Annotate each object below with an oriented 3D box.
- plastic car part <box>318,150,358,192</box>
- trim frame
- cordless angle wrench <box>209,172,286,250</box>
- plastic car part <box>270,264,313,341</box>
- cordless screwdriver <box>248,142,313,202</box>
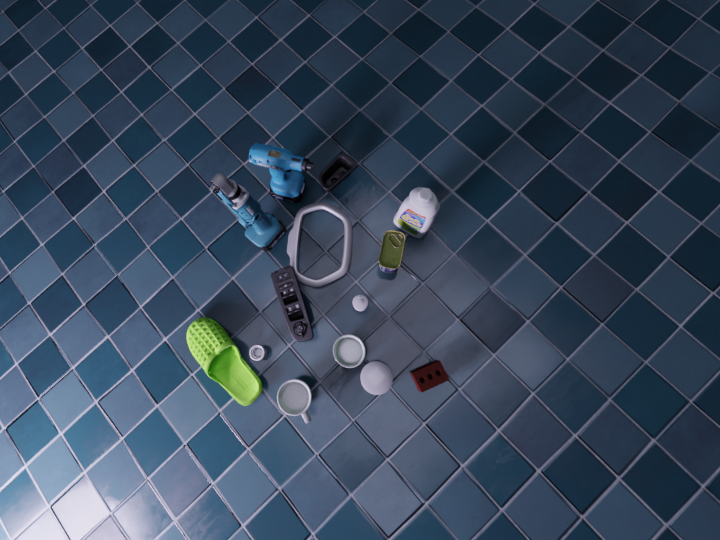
[{"bbox_3d":[-0.070,-0.270,1.207,0.068,0.069,0.116,44,85,11],"label":"plastic car part"},{"bbox_3d":[-0.116,-0.076,1.187,0.186,0.027,0.251,1,77,7],"label":"trim frame"},{"bbox_3d":[-0.271,-0.142,1.023,0.076,0.414,0.098,38,83,8],"label":"cordless angle wrench"},{"bbox_3d":[-0.178,0.094,1.134,0.066,0.065,0.208,-20,75,0],"label":"plastic car part"},{"bbox_3d":[-0.190,-0.254,1.128,0.162,0.243,0.075,15,80,6],"label":"cordless screwdriver"}]
